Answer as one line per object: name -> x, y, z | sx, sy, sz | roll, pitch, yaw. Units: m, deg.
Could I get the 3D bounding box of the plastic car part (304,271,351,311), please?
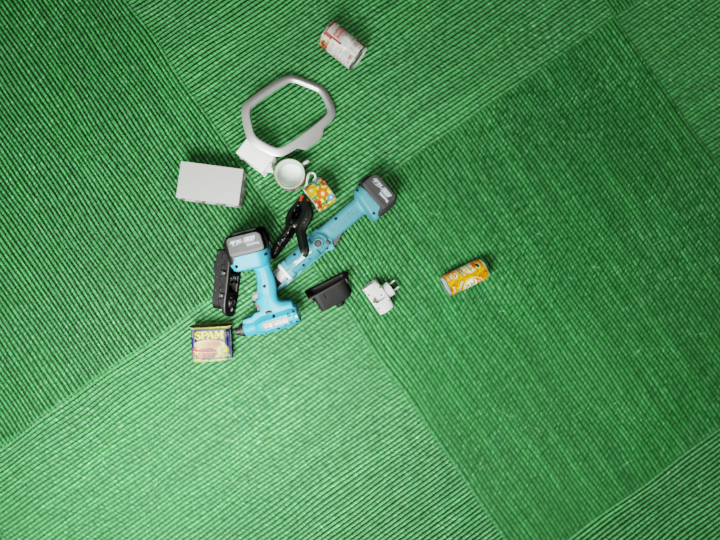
plastic car part -> -0.069, 0.060, 1.036 | 0.116, 0.068, 0.069 | -25, 107, -6

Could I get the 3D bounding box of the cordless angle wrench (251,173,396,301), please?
cordless angle wrench -> -0.101, -0.066, 1.031 | 0.423, 0.075, 0.098 | -41, 93, 1

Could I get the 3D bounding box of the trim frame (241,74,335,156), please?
trim frame -> -0.174, -0.377, 1.028 | 0.185, 0.027, 0.246 | 45, 69, 4

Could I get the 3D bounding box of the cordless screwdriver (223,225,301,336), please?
cordless screwdriver -> -0.250, 0.031, 0.980 | 0.160, 0.075, 0.244 | -18, 101, 5

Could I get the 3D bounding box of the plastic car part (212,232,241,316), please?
plastic car part -> -0.327, 0.012, 1.027 | 0.068, 0.065, 0.203 | 1, 89, 6
